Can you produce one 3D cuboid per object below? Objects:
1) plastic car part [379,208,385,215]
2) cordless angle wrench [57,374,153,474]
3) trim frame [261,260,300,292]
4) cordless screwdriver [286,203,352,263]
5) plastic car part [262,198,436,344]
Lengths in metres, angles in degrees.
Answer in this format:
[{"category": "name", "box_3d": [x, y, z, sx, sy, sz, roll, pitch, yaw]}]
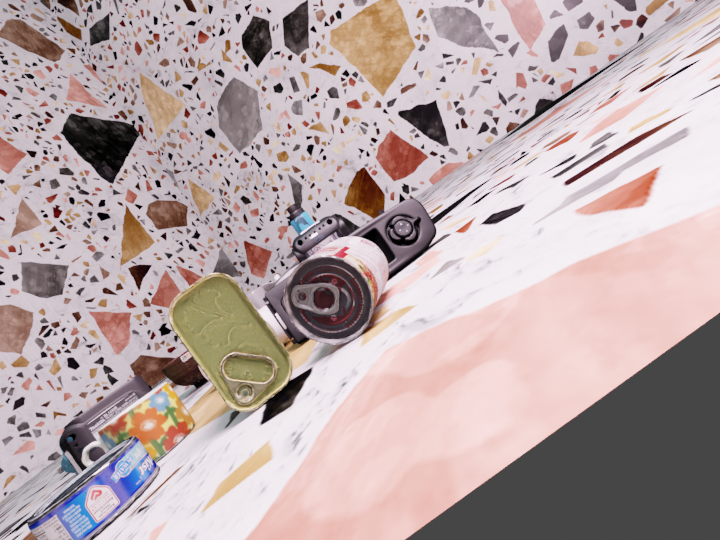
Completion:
[{"category": "plastic car part", "box_3d": [0.034, -0.043, 0.628, 0.071, 0.066, 0.116, -51, 3, 15]}, {"category": "cordless angle wrench", "box_3d": [-0.372, 0.246, 0.589, 0.431, 0.074, 0.096, -34, 3, 44]}, {"category": "trim frame", "box_3d": [-0.173, 0.056, 0.860, 0.249, 0.028, 0.179, -46, -10, 5]}, {"category": "cordless screwdriver", "box_3d": [-0.061, -0.040, 0.623, 0.074, 0.158, 0.251, -36, 5, -4]}, {"category": "plastic car part", "box_3d": [-0.003, 0.001, 0.469, 0.202, 0.069, 0.064, -37, -24, -3]}]
